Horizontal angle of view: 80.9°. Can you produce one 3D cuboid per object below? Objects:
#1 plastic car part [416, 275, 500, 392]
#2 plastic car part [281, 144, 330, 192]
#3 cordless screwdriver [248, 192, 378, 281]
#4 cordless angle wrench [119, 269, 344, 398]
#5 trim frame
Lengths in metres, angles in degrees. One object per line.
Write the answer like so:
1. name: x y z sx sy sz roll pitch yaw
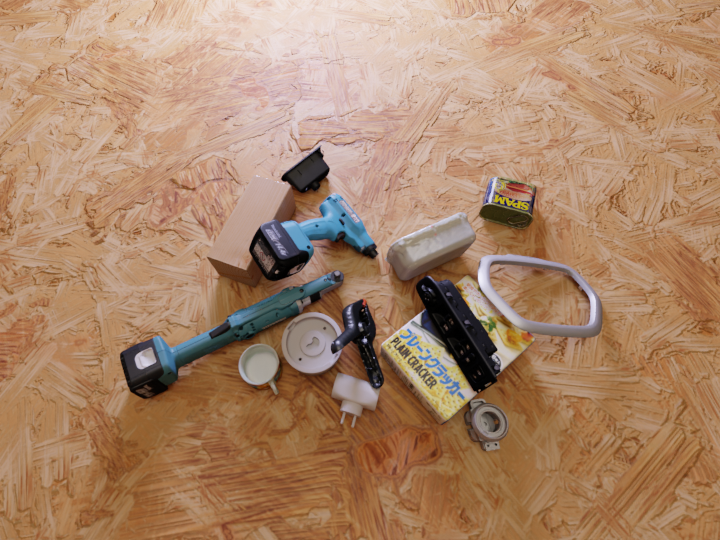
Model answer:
1. plastic car part: 0.166 0.090 0.701 0.066 0.065 0.212 -22 62 -20
2. plastic car part: -0.115 -0.217 0.960 0.072 0.065 0.116 45 76 6
3. cordless screwdriver: -0.080 -0.052 0.819 0.242 0.074 0.163 -30 74 -41
4. cordless angle wrench: -0.218 0.100 0.788 0.417 0.095 0.077 -25 66 -14
5. trim frame: 0.328 0.040 0.772 0.244 0.027 0.191 3 50 -11
